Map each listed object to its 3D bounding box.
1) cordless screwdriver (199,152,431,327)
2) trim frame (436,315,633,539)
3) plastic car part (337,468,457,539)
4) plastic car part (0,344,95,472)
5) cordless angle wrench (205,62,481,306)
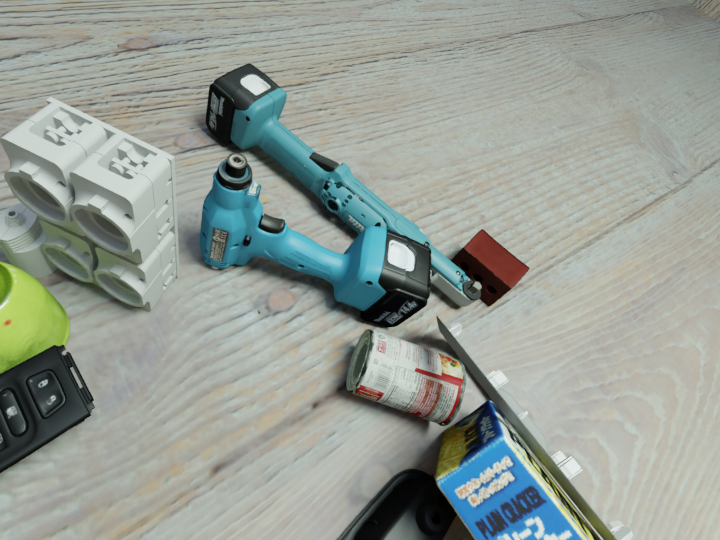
[{"bbox_3d":[-0.043,-0.028,0.443,0.245,0.158,0.076,19,55,-8],"label":"cordless screwdriver"},{"bbox_3d":[0.153,0.140,0.397,0.027,0.175,0.260,-40,62,2],"label":"trim frame"},{"bbox_3d":[0.044,0.218,0.359,0.068,0.070,0.114,45,59,12],"label":"plastic car part"},{"bbox_3d":[-0.302,0.139,0.308,0.199,0.067,0.067,-33,81,-27],"label":"plastic car part"},{"bbox_3d":[-0.022,-0.100,0.548,0.429,0.098,0.073,41,55,7],"label":"cordless angle wrench"}]
